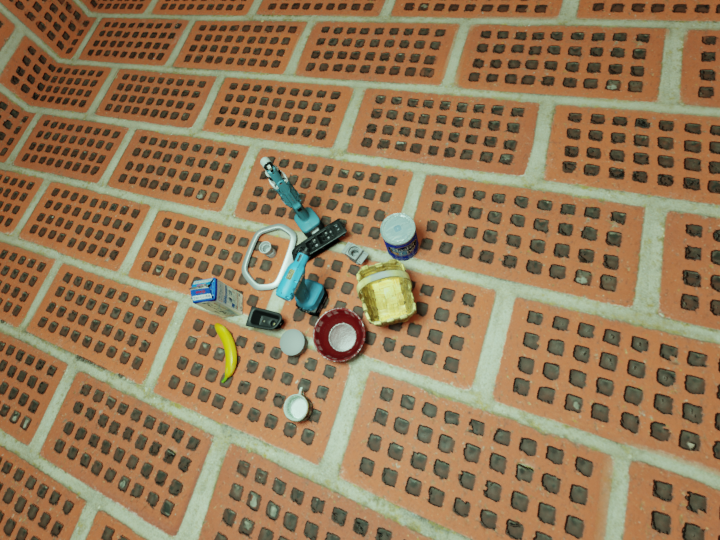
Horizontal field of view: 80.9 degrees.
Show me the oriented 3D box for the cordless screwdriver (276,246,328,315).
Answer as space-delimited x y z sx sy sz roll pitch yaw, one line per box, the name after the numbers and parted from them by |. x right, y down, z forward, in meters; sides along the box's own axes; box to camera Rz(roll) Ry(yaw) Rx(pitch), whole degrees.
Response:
-0.163 0.039 1.265 0.077 0.238 0.160 19 76 19 | cordless screwdriver

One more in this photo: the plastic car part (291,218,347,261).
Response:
-0.138 -0.090 1.407 0.203 0.064 0.069 -30 65 3 | plastic car part

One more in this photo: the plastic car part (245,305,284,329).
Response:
-0.295 0.162 1.350 0.120 0.068 0.066 9 72 19 | plastic car part

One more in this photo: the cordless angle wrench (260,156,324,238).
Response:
-0.212 -0.222 1.293 0.074 0.405 0.102 -36 67 -2 | cordless angle wrench

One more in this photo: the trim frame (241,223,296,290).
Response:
-0.314 -0.049 1.465 0.191 0.026 0.250 12 73 21 | trim frame
